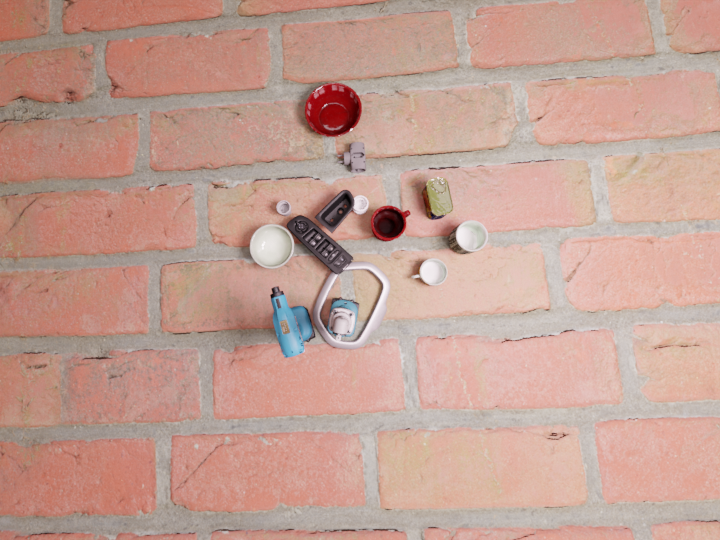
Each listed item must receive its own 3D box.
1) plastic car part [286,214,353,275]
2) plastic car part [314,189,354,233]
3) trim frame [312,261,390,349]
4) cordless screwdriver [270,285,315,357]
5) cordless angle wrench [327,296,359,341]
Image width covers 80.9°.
[{"bbox_3d":[-0.113,-0.074,1.158,0.206,0.066,0.066,42,87,7],"label":"plastic car part"},{"bbox_3d":[-0.062,-0.162,1.164,0.067,0.070,0.116,43,87,4],"label":"plastic car part"},{"bbox_3d":[-0.022,0.092,1.150,0.186,0.027,0.249,25,85,6],"label":"trim frame"},{"bbox_3d":[-0.173,0.119,1.047,0.074,0.246,0.161,-18,85,-2],"label":"cordless screwdriver"},{"bbox_3d":[-0.041,0.111,0.952,0.075,0.419,0.098,11,86,-1],"label":"cordless angle wrench"}]
